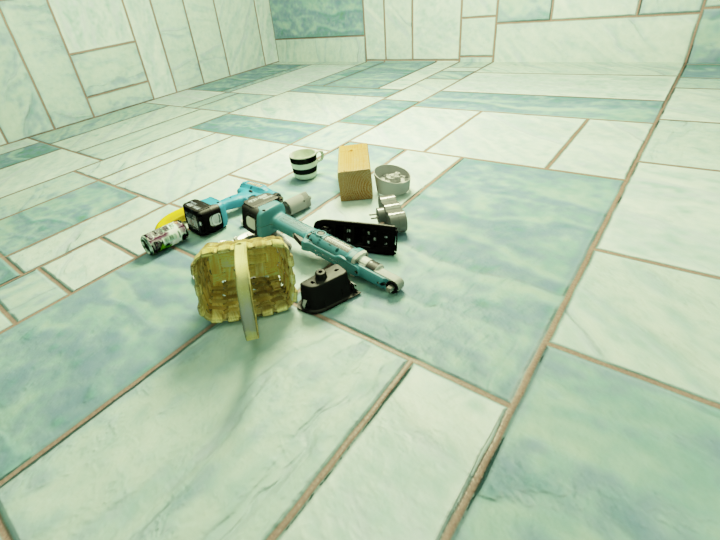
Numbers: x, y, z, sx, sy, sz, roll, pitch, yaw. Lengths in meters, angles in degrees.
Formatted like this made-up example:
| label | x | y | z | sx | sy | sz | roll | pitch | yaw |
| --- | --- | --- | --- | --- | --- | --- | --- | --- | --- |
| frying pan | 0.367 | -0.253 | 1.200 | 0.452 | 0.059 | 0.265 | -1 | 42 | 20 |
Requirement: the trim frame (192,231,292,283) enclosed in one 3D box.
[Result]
| label | x | y | z | sx | sy | sz | roll | pitch | yaw |
| --- | --- | --- | --- | --- | --- | --- | --- | --- | --- |
| trim frame | -0.268 | -0.033 | 0.966 | 0.193 | 0.026 | 0.246 | 12 | 41 | 28 |

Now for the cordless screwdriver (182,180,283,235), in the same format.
| label | x | y | z | sx | sy | sz | roll | pitch | yaw |
| --- | --- | --- | --- | --- | --- | --- | --- | --- | --- |
| cordless screwdriver | -0.340 | -0.174 | 1.145 | 0.168 | 0.072 | 0.243 | 20 | 39 | 34 |

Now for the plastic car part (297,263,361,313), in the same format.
| label | x | y | z | sx | sy | sz | roll | pitch | yaw |
| --- | --- | --- | --- | --- | --- | --- | --- | --- | --- |
| plastic car part | -0.065 | 0.028 | 0.799 | 0.113 | 0.069 | 0.070 | -24 | 37 | -28 |

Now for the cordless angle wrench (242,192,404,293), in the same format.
| label | x | y | z | sx | sy | sz | roll | pitch | yaw |
| --- | --- | --- | --- | --- | --- | --- | --- | --- | --- |
| cordless angle wrench | -0.089 | -0.058 | 0.914 | 0.445 | 0.072 | 0.095 | 28 | 41 | 31 |

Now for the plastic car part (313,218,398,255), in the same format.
| label | x | y | z | sx | sy | sz | roll | pitch | yaw |
| --- | --- | --- | --- | --- | --- | --- | --- | --- | --- |
| plastic car part | -0.013 | -0.085 | 0.956 | 0.210 | 0.065 | 0.066 | 7 | 25 | 20 |
